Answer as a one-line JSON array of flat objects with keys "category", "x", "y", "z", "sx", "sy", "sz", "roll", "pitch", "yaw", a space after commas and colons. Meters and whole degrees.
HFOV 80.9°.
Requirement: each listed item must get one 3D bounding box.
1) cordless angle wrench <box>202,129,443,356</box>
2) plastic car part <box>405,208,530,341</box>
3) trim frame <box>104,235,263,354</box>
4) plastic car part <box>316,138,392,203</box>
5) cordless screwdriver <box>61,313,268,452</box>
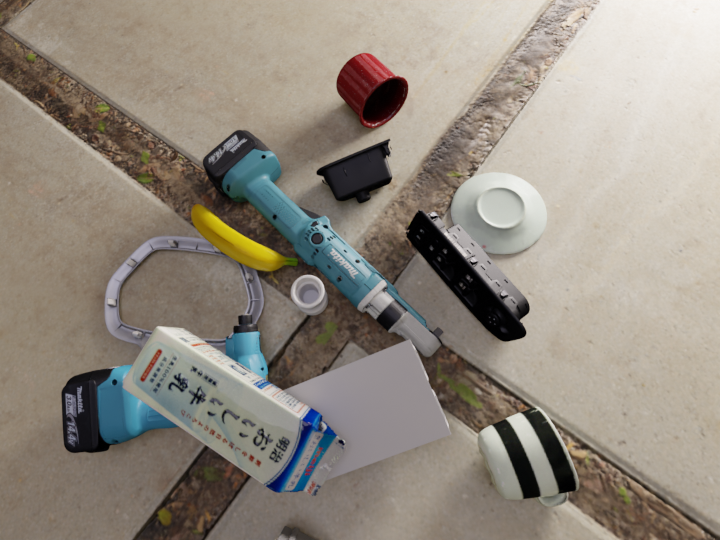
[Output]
[{"category": "cordless angle wrench", "x": -0.059, "y": -0.038, "z": 0.600, "sx": 0.097, "sy": 0.072, "sz": 0.437, "roll": -44, "pitch": 72, "yaw": -10}, {"category": "plastic car part", "x": 0.147, "y": 0.003, "z": 0.564, "sx": 0.065, "sy": 0.066, "sz": 0.211, "roll": -20, "pitch": 65, "yaw": -30}, {"category": "trim frame", "x": -0.262, "y": 0.037, "z": 0.620, "sx": 0.252, "sy": 0.027, "sz": 0.186, "roll": 7, "pitch": 72, "yaw": 8}, {"category": "plastic car part", "x": 0.000, "y": -0.140, "z": 0.638, "sx": 0.117, "sy": 0.065, "sz": 0.072, "roll": -25, "pitch": 84, "yaw": 1}, {"category": "cordless screwdriver", "x": -0.242, "y": 0.145, "z": 0.543, "sx": 0.250, "sy": 0.073, "sz": 0.161, "roll": -5, "pitch": 80, "yaw": 2}]
